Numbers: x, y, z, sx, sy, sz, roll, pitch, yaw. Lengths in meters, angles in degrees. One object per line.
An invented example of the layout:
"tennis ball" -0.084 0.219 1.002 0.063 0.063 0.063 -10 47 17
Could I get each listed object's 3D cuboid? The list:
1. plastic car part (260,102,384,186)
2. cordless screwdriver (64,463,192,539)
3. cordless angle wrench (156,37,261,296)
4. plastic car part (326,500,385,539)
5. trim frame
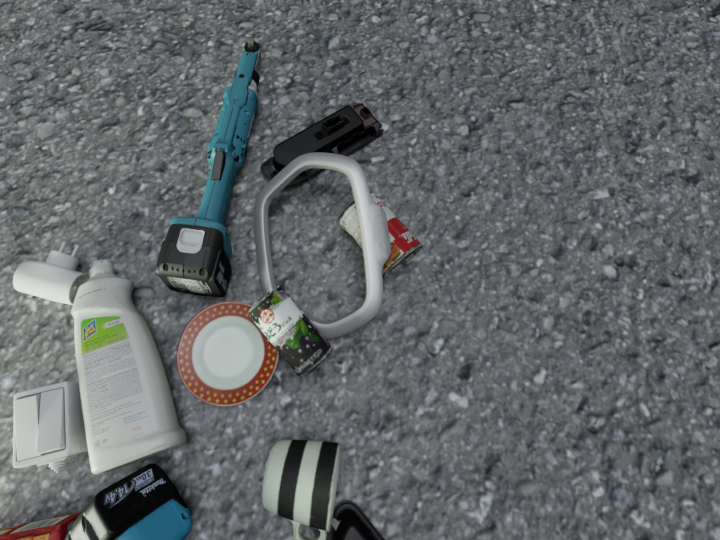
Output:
"plastic car part" -0.057 -0.194 0.639 0.201 0.067 0.067 -35 84 -10
"cordless screwdriver" -0.172 0.322 0.421 0.259 0.152 0.074 45 107 23
"cordless angle wrench" -0.195 -0.175 0.618 0.074 0.096 0.431 6 66 -3
"plastic car part" 0.008 0.316 0.447 0.065 0.070 0.119 -37 79 -16
"trim frame" -0.055 -0.036 0.559 0.189 0.026 0.251 -11 80 18
